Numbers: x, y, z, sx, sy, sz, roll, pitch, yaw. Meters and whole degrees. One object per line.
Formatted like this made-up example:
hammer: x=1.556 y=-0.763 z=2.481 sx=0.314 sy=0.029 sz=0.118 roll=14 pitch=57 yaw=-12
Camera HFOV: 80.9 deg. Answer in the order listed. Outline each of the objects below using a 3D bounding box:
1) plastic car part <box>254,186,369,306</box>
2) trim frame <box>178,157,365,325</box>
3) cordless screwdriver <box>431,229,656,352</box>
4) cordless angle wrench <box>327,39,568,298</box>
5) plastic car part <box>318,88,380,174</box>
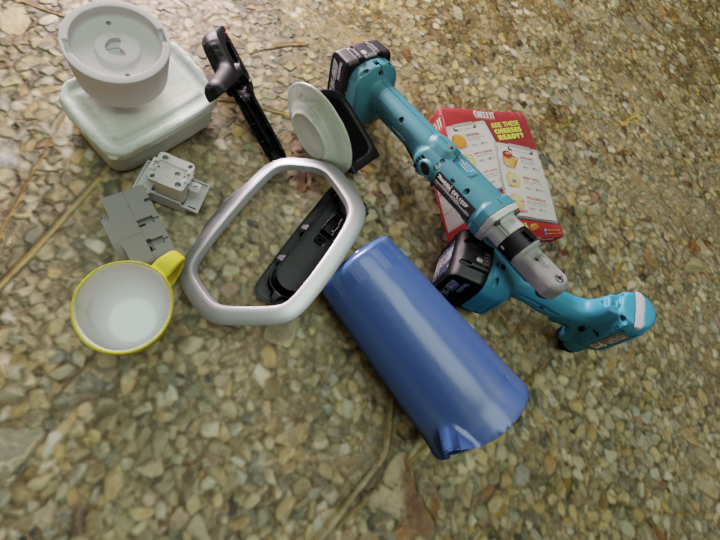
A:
plastic car part: x=-0.053 y=-0.035 z=0.543 sx=0.065 sy=0.069 sz=0.202 roll=41 pitch=67 yaw=-12
trim frame: x=-0.104 y=-0.043 z=0.504 sx=0.191 sy=0.026 sz=0.248 roll=25 pitch=68 yaw=19
cordless screwdriver: x=0.222 y=0.043 z=0.575 sx=0.252 sy=0.156 sz=0.075 roll=21 pitch=63 yaw=5
cordless angle wrench: x=0.101 y=-0.140 z=0.547 sx=0.073 sy=0.096 sz=0.440 roll=-26 pitch=66 yaw=-23
plastic car part: x=-0.039 y=-0.188 z=0.593 sx=0.065 sy=0.073 sz=0.115 roll=-40 pitch=102 yaw=-40
